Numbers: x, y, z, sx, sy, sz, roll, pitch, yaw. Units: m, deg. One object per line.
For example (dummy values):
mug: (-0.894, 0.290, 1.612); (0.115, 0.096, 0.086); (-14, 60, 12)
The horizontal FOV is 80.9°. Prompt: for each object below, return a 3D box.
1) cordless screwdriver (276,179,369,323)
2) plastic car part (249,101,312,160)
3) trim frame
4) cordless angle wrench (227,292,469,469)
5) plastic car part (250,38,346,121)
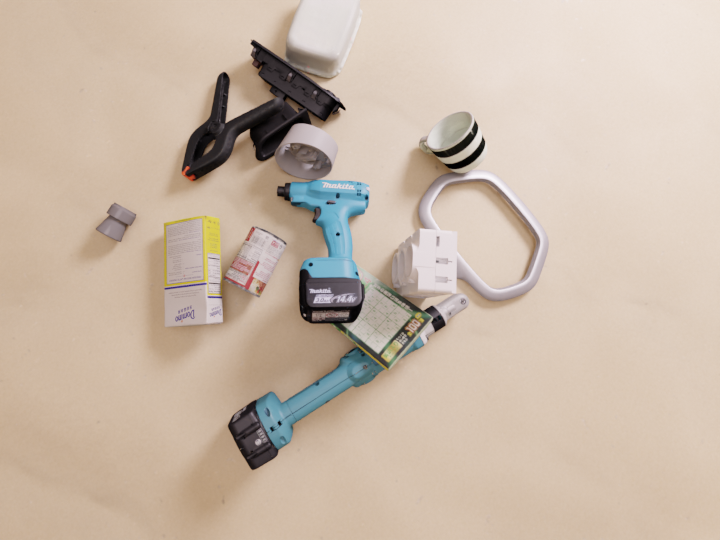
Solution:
cordless screwdriver: (-0.067, -0.044, 0.681); (0.159, 0.072, 0.255); (2, 61, -1)
plastic car part: (-0.153, -0.258, 0.756); (0.116, 0.064, 0.073); (-31, 69, -2)
trim frame: (0.213, -0.066, 0.737); (0.183, 0.027, 0.251); (-37, 84, -7)
cordless angle wrench: (-0.003, 0.151, 0.668); (0.420, 0.098, 0.075); (-31, 89, -9)
plastic car part: (-0.120, -0.335, 0.764); (0.205, 0.066, 0.067); (32, 91, 5)
